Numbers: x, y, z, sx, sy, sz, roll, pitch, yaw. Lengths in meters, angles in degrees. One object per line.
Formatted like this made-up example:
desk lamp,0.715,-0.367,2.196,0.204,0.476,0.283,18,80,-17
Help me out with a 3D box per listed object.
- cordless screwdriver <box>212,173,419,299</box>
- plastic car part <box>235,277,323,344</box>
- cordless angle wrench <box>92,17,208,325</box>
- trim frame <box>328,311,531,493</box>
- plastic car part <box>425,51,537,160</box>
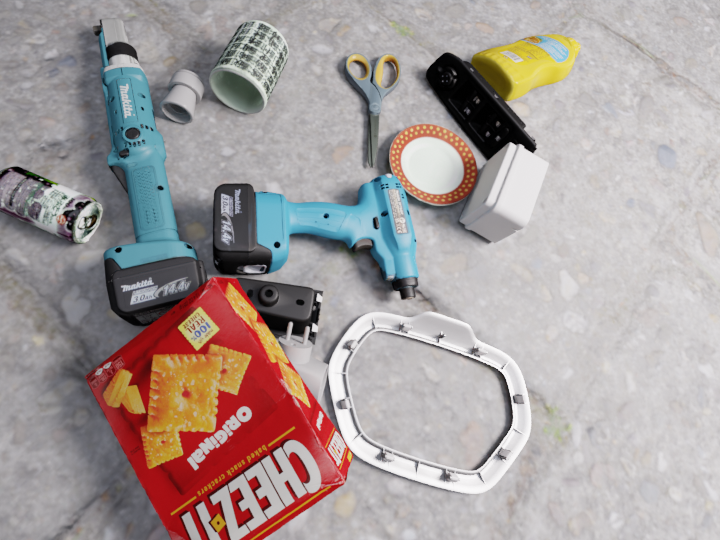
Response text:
cordless screwdriver,-0.050,-0.032,0.508,0.243,0.074,0.163,-6,72,-16
plastic car part,-0.097,0.036,0.475,0.115,0.071,0.067,12,67,-9
cordless angle wrench,-0.273,-0.149,0.516,0.096,0.074,0.434,-14,71,-16
trim frame,0.083,0.143,0.489,0.248,0.027,0.186,18,68,-1
plastic car part,0.181,-0.243,0.625,0.066,0.066,0.207,-33,79,-29
